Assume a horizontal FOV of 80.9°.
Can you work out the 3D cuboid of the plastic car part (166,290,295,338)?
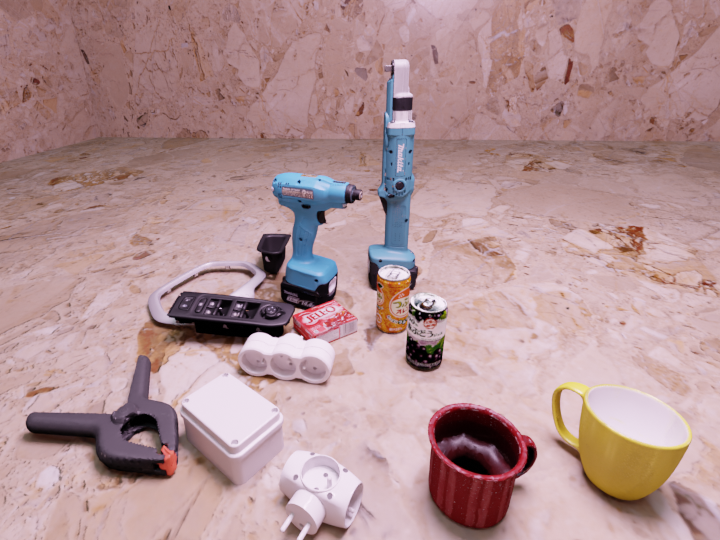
[{"bbox_3d":[-0.211,0.081,0.706,0.205,0.065,0.067,1,26,6],"label":"plastic car part"}]

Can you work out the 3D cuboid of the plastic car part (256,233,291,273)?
[{"bbox_3d":[-0.190,-0.031,0.923,0.066,0.069,0.119,0,26,0],"label":"plastic car part"}]

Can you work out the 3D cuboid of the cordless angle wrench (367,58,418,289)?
[{"bbox_3d":[0.067,-0.163,0.788,0.098,0.413,0.076,0,24,-1],"label":"cordless angle wrench"}]

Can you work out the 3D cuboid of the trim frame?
[{"bbox_3d":[-0.301,0.038,0.839,0.192,0.027,0.244,12,30,25],"label":"trim frame"}]

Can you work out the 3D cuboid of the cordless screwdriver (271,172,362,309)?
[{"bbox_3d":[-0.074,-0.048,0.758,0.165,0.243,0.073,11,27,22],"label":"cordless screwdriver"}]
